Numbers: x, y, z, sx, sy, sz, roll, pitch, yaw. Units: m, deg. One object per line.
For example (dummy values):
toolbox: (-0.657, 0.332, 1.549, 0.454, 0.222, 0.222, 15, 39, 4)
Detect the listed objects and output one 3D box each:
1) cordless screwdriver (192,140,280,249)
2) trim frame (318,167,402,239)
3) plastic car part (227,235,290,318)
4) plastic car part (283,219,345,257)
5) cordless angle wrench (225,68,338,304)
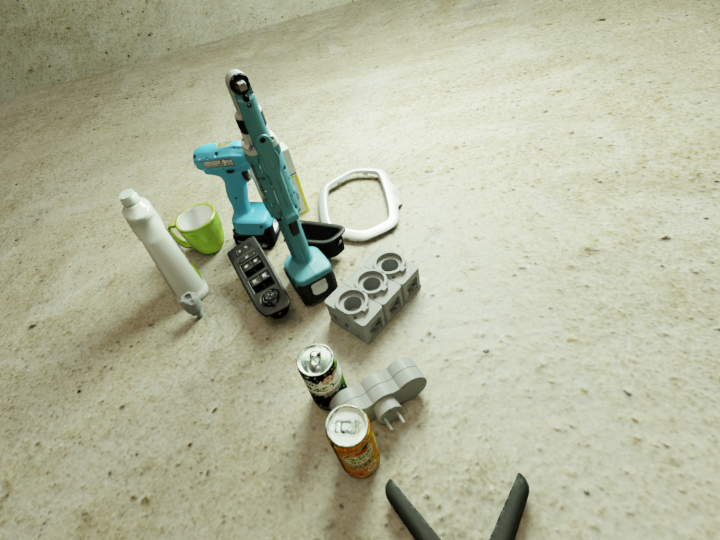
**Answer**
cordless screwdriver: (-0.220, -0.153, 0.864, 0.163, 0.238, 0.076, -1, 46, 15)
trim frame: (-0.002, -0.154, 0.945, 0.186, 0.026, 0.258, -13, 45, 5)
plastic car part: (-0.190, 0.022, 0.808, 0.065, 0.064, 0.214, -29, 45, -13)
plastic car part: (-0.083, -0.054, 0.845, 0.121, 0.068, 0.066, 10, 50, 25)
cordless angle wrench: (-0.125, -0.111, 0.673, 0.073, 0.404, 0.103, -28, 46, -13)
